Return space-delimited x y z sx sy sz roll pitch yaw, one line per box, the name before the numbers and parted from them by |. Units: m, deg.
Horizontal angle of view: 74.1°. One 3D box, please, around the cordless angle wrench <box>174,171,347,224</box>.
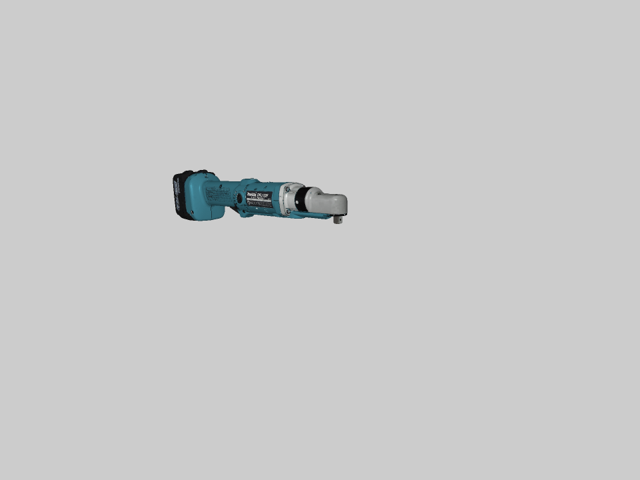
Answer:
cordless angle wrench | -0.117 -0.071 0.723 0.423 0.098 0.074 8 15 44
